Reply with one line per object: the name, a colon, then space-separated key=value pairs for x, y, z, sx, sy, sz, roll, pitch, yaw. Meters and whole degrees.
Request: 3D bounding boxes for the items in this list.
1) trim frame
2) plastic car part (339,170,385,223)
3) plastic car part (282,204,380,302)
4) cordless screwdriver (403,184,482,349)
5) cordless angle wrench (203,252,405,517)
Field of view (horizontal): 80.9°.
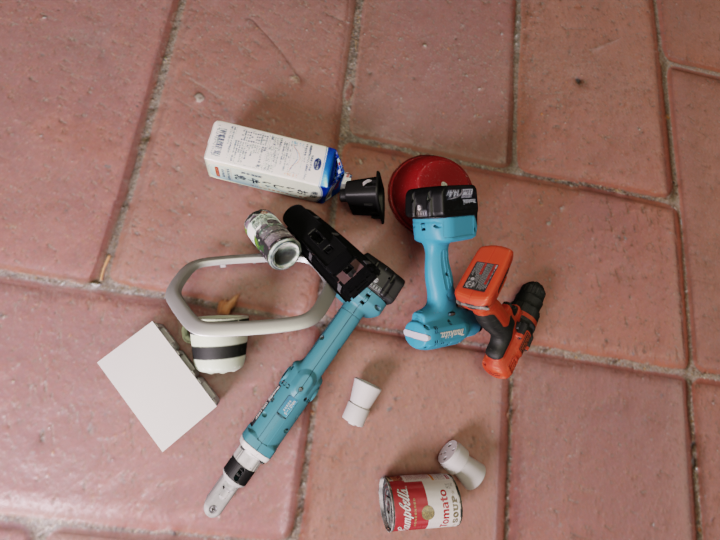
trim frame: x=-0.155 y=0.026 z=0.618 sx=0.245 sy=0.027 sz=0.192 roll=-6 pitch=40 yaw=-9
plastic car part: x=0.003 y=-0.122 z=0.694 sx=0.072 sy=0.112 sz=0.067 roll=-2 pitch=78 yaw=13
plastic car part: x=-0.062 y=-0.041 z=0.637 sx=0.066 sy=0.063 sz=0.215 roll=-47 pitch=46 yaw=1
cordless screwdriver: x=0.141 y=-0.008 z=0.660 sx=0.152 sy=0.078 sz=0.248 roll=-2 pitch=93 yaw=-37
cordless angle wrench: x=-0.088 y=0.164 z=0.619 sx=0.074 sy=0.099 sz=0.422 roll=37 pitch=78 yaw=-5
